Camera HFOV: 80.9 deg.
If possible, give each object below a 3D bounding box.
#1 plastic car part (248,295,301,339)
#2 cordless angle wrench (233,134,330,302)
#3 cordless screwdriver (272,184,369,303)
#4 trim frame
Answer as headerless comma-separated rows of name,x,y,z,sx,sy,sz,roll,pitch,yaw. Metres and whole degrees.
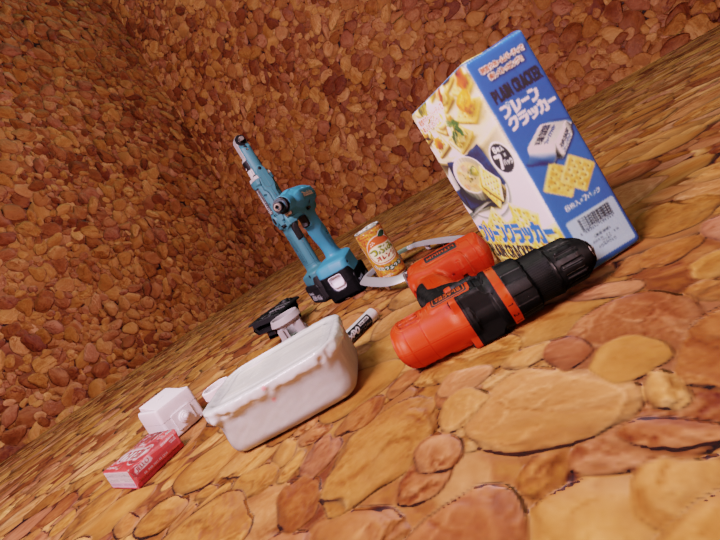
plastic car part,-0.157,0.095,0.860,0.067,0.066,0.203,-31,8,8
cordless angle wrench,-0.175,-0.123,0.974,0.073,0.421,0.100,-33,3,-25
cordless screwdriver,-0.082,-0.054,0.839,0.076,0.247,0.157,-30,5,21
trim frame,0.094,-0.017,0.760,0.182,0.027,0.254,-34,9,-17
